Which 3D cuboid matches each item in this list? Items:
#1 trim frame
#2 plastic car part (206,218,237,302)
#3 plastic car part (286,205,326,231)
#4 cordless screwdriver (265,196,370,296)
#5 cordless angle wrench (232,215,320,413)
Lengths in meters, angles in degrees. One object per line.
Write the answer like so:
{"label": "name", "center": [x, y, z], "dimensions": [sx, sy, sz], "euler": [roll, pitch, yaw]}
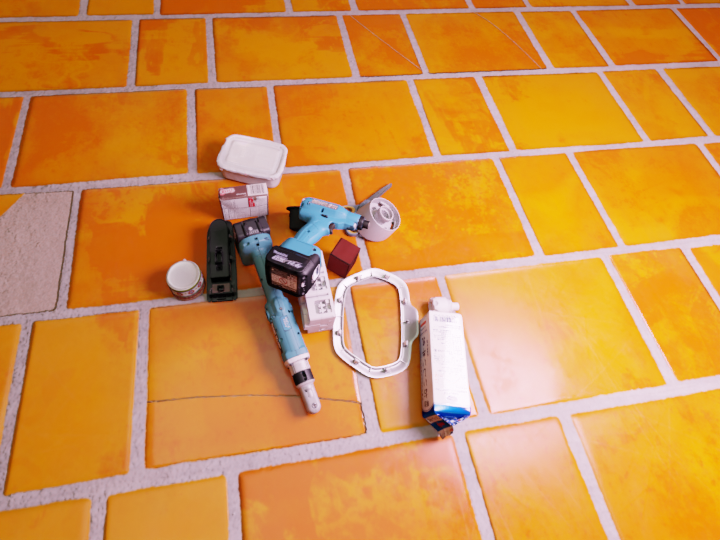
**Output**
{"label": "trim frame", "center": [0.033, 0.106, 0.919], "dimensions": [0.183, 0.027, 0.254], "euler": [5, 60, -3]}
{"label": "plastic car part", "center": [-0.317, -0.034, 0.947], "dimensions": [0.066, 0.065, 0.210], "euler": [-9, 60, -4]}
{"label": "plastic car part", "center": [-0.120, -0.115, 1.006], "dimensions": [0.119, 0.064, 0.072], "euler": [-1, 76, 12]}
{"label": "cordless screwdriver", "center": [-0.085, -0.056, 0.869], "dimensions": [0.163, 0.072, 0.250], "euler": [15, 45, 10]}
{"label": "cordless angle wrench", "center": [-0.170, 0.085, 0.880], "dimensions": [0.073, 0.097, 0.437], "euler": [-17, 68, -20]}
